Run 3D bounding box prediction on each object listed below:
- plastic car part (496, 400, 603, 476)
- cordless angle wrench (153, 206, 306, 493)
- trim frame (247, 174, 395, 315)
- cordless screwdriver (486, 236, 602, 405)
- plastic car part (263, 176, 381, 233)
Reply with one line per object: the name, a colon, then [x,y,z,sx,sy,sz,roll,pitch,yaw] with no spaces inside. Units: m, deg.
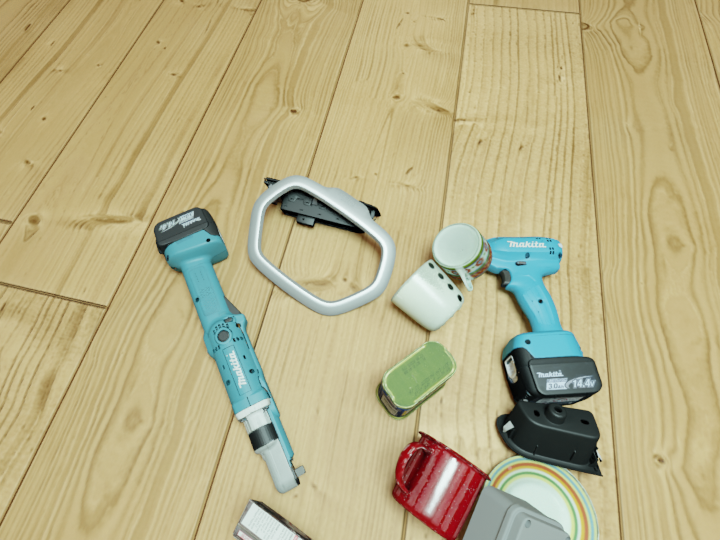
plastic car part: [0.240,0.194,0.522,0.118,0.069,0.067,11,36,5]
cordless angle wrench: [-0.190,0.098,0.610,0.097,0.072,0.439,-25,66,-11]
trim frame: [-0.065,-0.042,0.664,0.254,0.027,0.184,35,89,11]
cordless screwdriver: [0.224,0.059,0.604,0.160,0.072,0.255,-1,59,2]
plastic car part: [-0.068,-0.105,0.712,0.206,0.064,0.068,12,73,9]
